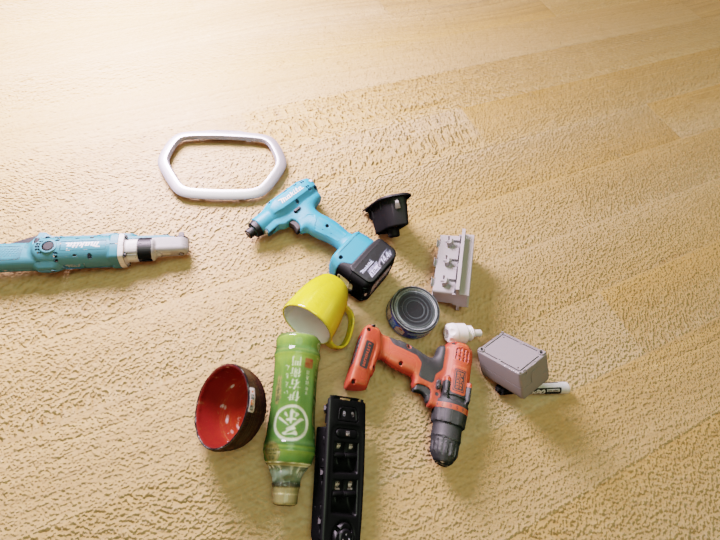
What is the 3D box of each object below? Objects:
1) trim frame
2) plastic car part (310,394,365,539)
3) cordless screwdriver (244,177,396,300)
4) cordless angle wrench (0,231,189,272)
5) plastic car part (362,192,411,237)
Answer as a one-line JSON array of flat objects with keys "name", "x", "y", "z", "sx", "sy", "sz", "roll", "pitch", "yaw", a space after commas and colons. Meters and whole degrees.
[{"name": "trim frame", "x": -0.271, "y": -0.214, "z": 0.835, "sx": 0.246, "sy": 0.027, "sz": 0.189, "roll": -2, "pitch": 63, "yaw": -6}, {"name": "plastic car part", "x": -0.036, "y": 0.279, "z": 0.567, "sx": 0.063, "sy": 0.069, "sz": 0.208, "roll": 25, "pitch": 53, "yaw": -39}, {"name": "cordless screwdriver", "x": -0.073, "y": -0.048, "z": 0.743, "sx": 0.258, "sy": 0.073, "sz": 0.157, "roll": 40, "pitch": 64, "yaw": 18}, {"name": "cordless angle wrench", "x": -0.496, "y": -0.029, "z": 0.683, "sx": 0.415, "sy": 0.073, "sz": 0.101, "roll": -3, "pitch": 63, "yaw": -12}, {"name": "plastic car part", "x": 0.054, "y": -0.094, "z": 0.769, "sx": 0.065, "sy": 0.118, "sz": 0.071, "roll": -7, "pitch": 89, "yaw": -14}]
